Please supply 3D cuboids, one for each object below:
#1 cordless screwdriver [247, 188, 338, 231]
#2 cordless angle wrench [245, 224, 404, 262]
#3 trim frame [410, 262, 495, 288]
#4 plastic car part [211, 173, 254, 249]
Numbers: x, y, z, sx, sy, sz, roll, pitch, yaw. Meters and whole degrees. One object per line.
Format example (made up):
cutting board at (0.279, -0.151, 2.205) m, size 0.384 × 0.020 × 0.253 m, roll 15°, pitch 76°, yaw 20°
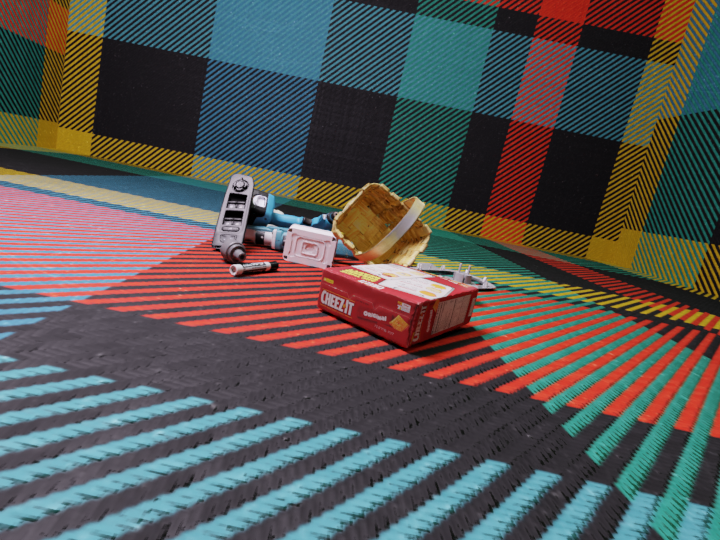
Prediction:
cordless screwdriver at (-0.185, -0.138, 1.065) m, size 0.239 × 0.076 × 0.162 m, roll 18°, pitch -28°, yaw -24°
cordless angle wrench at (-0.100, -0.065, 1.021) m, size 0.425 × 0.097 × 0.074 m, roll 8°, pitch 9°, yaw 2°
trim frame at (0.235, 0.014, 1.098) m, size 0.237 × 0.027 × 0.195 m, roll 0°, pitch 15°, yaw -38°
plastic car part at (-0.274, -0.127, 0.948) m, size 0.067 × 0.207 × 0.064 m, roll -1°, pitch -26°, yaw 7°
